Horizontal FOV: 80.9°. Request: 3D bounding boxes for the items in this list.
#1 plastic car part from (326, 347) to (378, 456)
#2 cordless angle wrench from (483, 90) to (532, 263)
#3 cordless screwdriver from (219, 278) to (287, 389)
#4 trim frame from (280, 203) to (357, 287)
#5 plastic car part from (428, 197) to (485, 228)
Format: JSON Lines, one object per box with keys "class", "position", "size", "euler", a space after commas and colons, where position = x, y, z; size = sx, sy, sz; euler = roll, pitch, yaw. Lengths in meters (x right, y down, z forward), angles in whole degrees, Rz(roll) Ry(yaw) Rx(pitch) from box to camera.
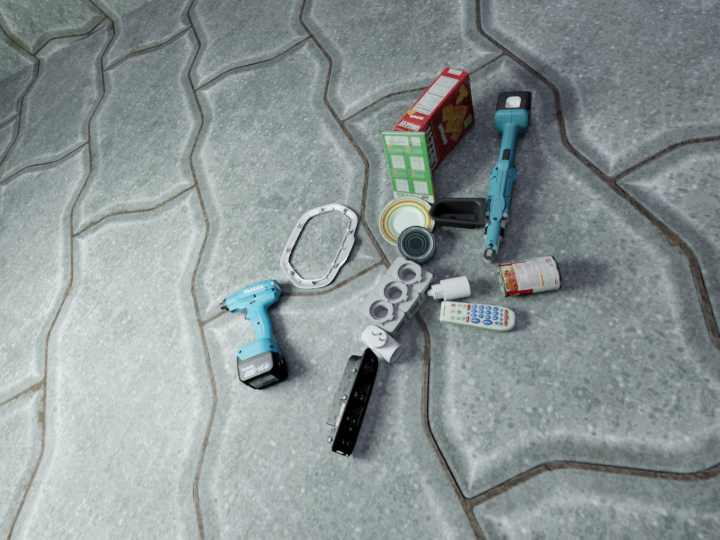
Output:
{"class": "plastic car part", "position": [-0.019, 0.253, 0.840], "size": [0.070, 0.063, 0.204], "euler": [1, 61, 50]}
{"class": "cordless angle wrench", "position": [0.320, -0.211, 0.949], "size": [0.077, 0.093, 0.427], "euler": [7, 69, 23]}
{"class": "cordless screwdriver", "position": [-0.255, 0.146, 0.984], "size": [0.161, 0.070, 0.259], "euler": [-20, 53, 10]}
{"class": "trim frame", "position": [-0.104, -0.068, 1.069], "size": [0.192, 0.026, 0.250], "euler": [13, 67, 26]}
{"class": "plastic car part", "position": [0.214, -0.121, 0.942], "size": [0.120, 0.068, 0.067], "euler": [4, 69, 18]}
